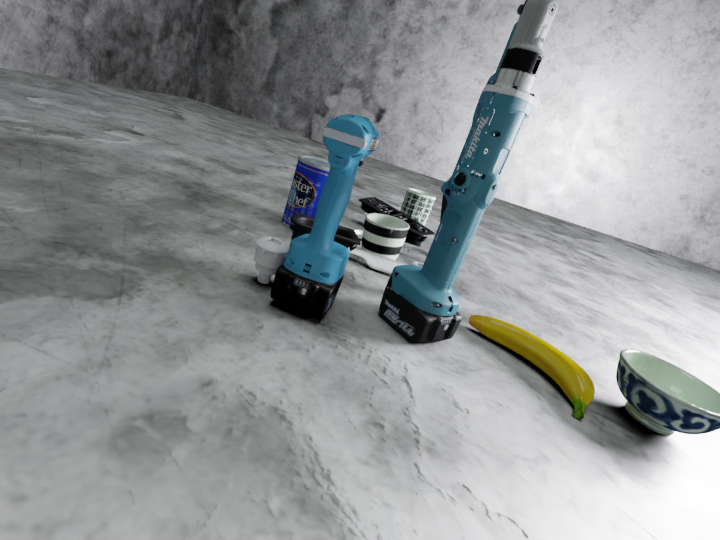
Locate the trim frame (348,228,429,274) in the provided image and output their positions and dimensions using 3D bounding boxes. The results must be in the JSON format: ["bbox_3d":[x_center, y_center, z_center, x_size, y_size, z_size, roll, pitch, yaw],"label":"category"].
[{"bbox_3d":[0.055,-0.034,0.838,0.251,0.027,0.184,18,20,3],"label":"trim frame"}]

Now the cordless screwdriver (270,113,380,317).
[{"bbox_3d":[-0.034,-0.075,0.549,0.075,0.246,0.158,21,19,5],"label":"cordless screwdriver"}]

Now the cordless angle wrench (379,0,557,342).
[{"bbox_3d":[0.137,-0.108,0.522,0.071,0.419,0.104,4,24,-39],"label":"cordless angle wrench"}]

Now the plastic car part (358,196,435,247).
[{"bbox_3d":[0.079,-0.112,1.010,0.214,0.066,0.063,32,23,35],"label":"plastic car part"}]

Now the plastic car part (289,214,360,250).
[{"bbox_3d":[-0.069,-0.045,0.702,0.114,0.070,0.068,13,19,-13],"label":"plastic car part"}]
